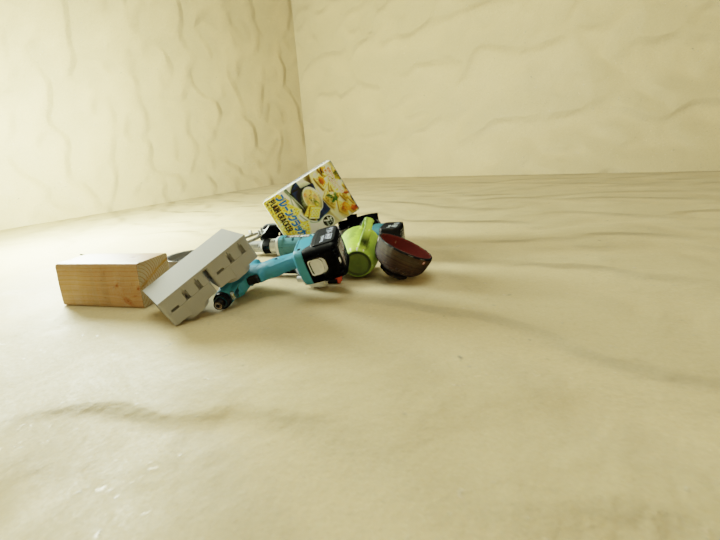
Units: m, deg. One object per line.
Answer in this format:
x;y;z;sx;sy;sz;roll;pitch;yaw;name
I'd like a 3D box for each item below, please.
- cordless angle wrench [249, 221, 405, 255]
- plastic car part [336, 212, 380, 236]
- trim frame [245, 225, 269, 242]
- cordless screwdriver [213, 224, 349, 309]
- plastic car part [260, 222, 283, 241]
-0.105;-0.069;1.072;0.436;0.073;0.096;-2;15;20;cordless angle wrench
-0.008;-0.123;1.161;0.063;0.067;0.212;0;0;-35;plastic car part
-0.340;-0.085;1.186;0.183;0.027;0.253;-21;11;-4;trim frame
-0.150;0.002;0.784;0.254;0.072;0.161;-15;24;17;cordless screwdriver
-0.243;-0.112;1.284;0.122;0.066;0.067;5;2;42;plastic car part
